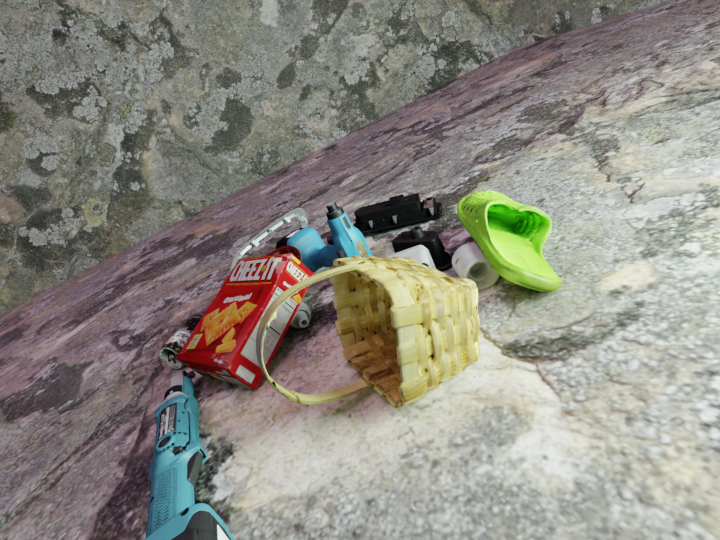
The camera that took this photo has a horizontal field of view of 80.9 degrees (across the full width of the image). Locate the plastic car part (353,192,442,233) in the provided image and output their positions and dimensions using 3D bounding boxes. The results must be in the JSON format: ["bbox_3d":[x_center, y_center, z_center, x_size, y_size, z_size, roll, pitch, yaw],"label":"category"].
[{"bbox_3d":[0.070,-0.127,0.929,0.209,0.064,0.067,-14,39,23],"label":"plastic car part"}]

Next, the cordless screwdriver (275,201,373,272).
[{"bbox_3d":[-0.081,-0.053,0.833,0.073,0.154,0.261,-38,23,-30],"label":"cordless screwdriver"}]

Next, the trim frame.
[{"bbox_3d":[-0.197,-0.041,0.940,0.029,0.179,0.244,33,52,21],"label":"trim frame"}]

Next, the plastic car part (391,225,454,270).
[{"bbox_3d":[0.101,-0.041,0.727,0.065,0.069,0.122,-41,24,-32],"label":"plastic car part"}]

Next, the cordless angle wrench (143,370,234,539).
[{"bbox_3d":[-0.222,0.227,0.512,0.097,0.072,0.440,-31,22,-13],"label":"cordless angle wrench"}]
